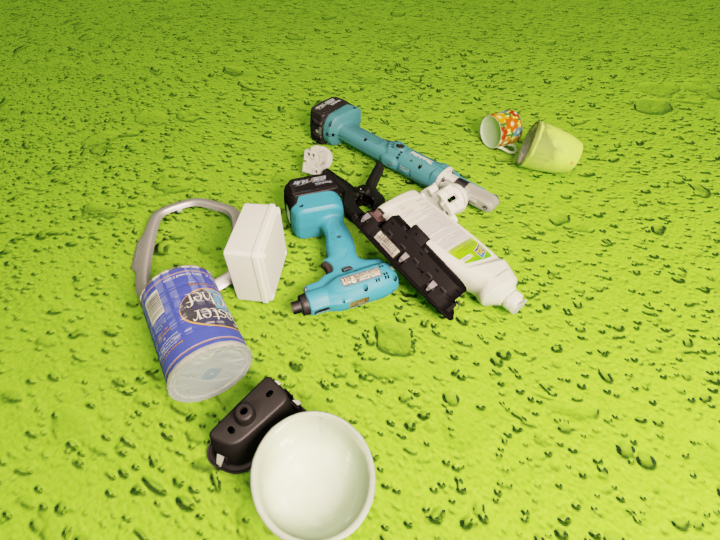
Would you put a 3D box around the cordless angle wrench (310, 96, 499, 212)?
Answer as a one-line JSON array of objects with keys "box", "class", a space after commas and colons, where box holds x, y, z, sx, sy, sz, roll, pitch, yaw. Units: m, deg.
[{"box": [0.075, -0.226, 0.839, 0.443, 0.072, 0.096, 36, 56, 26], "class": "cordless angle wrench"}]

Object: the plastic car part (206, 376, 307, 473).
[{"box": [-0.121, 0.168, 0.477, 0.069, 0.069, 0.114, 33, 52, 27], "class": "plastic car part"}]

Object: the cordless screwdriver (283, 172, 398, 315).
[{"box": [-0.066, -0.043, 0.670, 0.156, 0.072, 0.261, -18, 53, -15], "class": "cordless screwdriver"}]

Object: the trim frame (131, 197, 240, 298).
[{"box": [-0.283, -0.039, 0.699, 0.182, 0.027, 0.259, -8, 50, -8], "class": "trim frame"}]

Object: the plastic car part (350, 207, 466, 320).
[{"box": [0.079, -0.021, 0.615, 0.067, 0.064, 0.208, -42, 78, 17], "class": "plastic car part"}]
